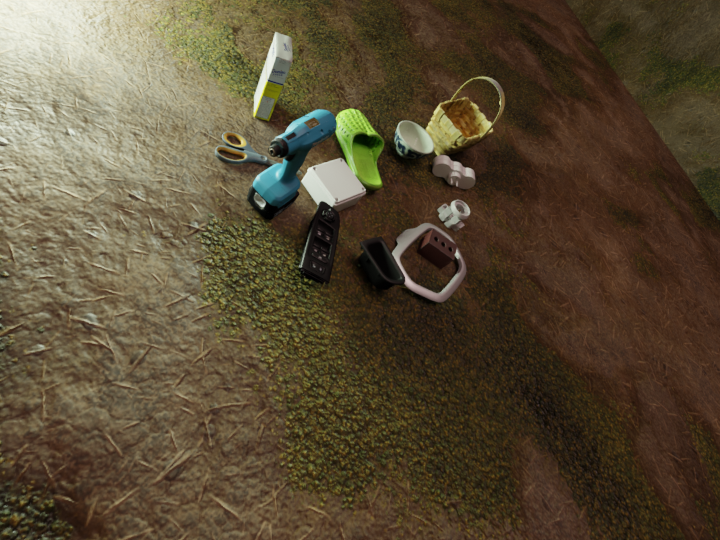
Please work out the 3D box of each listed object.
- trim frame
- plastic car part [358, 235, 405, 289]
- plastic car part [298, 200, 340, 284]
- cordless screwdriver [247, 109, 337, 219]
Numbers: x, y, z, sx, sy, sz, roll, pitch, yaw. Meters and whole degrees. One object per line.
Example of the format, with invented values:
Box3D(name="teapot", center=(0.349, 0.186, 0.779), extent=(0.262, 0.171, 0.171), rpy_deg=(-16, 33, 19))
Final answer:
Box3D(name="trim frame", center=(0.167, -0.025, 1.021), extent=(0.186, 0.028, 0.244), rpy_deg=(46, 49, 4))
Box3D(name="plastic car part", center=(0.036, -0.005, 0.906), extent=(0.063, 0.071, 0.120), rpy_deg=(-15, 70, -37))
Box3D(name="plastic car part", center=(-0.085, -0.056, 0.873), extent=(0.064, 0.068, 0.207), rpy_deg=(24, 51, -17))
Box3D(name="cordless screwdriver", center=(-0.150, -0.189, 0.803), extent=(0.074, 0.251, 0.157), rpy_deg=(46, 49, -1))
